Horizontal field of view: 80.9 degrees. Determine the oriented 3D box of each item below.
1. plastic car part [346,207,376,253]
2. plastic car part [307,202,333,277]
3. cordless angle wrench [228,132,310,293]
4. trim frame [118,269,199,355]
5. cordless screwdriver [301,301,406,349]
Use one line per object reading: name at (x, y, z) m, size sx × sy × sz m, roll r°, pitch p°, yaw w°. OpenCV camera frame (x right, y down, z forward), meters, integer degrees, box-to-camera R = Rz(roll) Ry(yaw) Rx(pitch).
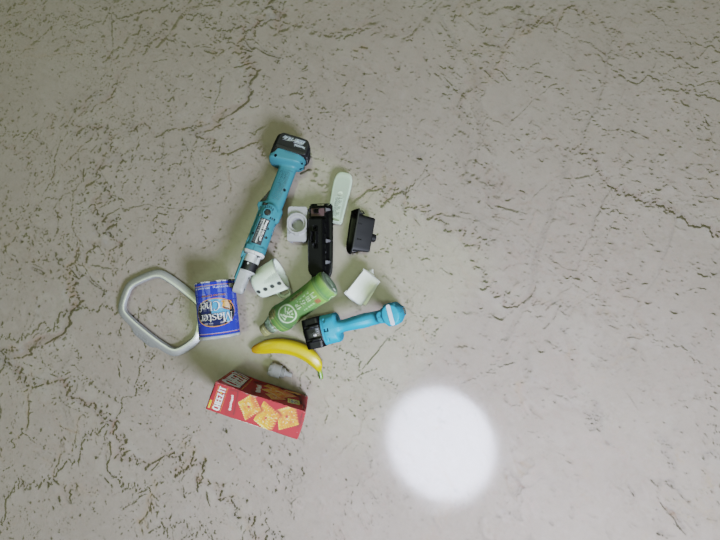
plastic car part at (0.006, -0.096, 1.094) m, size 0.069 × 0.067 × 0.117 m, roll 7°, pitch 88°, yaw -14°
plastic car part at (-0.105, -0.069, 1.077) m, size 0.068 × 0.066 × 0.201 m, roll 0°, pitch 96°, yaw 14°
cordless angle wrench at (-0.234, -0.142, 1.070) m, size 0.099 × 0.073 × 0.425 m, roll 17°, pitch 77°, yaw 2°
trim frame at (-0.517, 0.110, 1.104) m, size 0.250 × 0.027 × 0.184 m, roll 35°, pitch 85°, yaw 4°
cordless screwdriver at (-0.011, 0.127, 1.041) m, size 0.254 × 0.154 × 0.075 m, roll -16°, pitch 84°, yaw 15°
